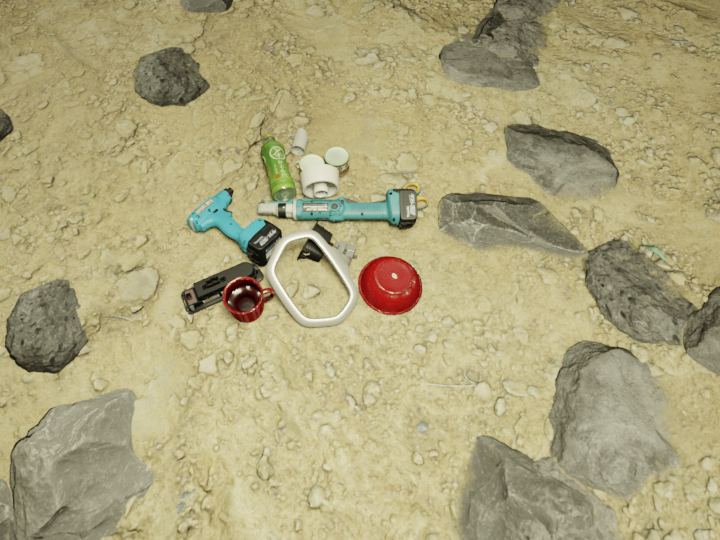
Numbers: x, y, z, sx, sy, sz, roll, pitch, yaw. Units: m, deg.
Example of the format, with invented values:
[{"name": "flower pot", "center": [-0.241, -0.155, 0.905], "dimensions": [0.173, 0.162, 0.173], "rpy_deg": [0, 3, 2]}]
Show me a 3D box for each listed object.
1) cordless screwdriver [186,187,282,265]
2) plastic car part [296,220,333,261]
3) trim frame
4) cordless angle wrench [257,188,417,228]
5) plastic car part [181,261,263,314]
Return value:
[{"name": "cordless screwdriver", "center": [-0.312, -0.126, 1.109], "dimensions": [0.257, 0.072, 0.158], "rpy_deg": [27, 57, 17]}, {"name": "plastic car part", "center": [-0.107, -0.070, 1.091], "dimensions": [0.071, 0.066, 0.117], "rpy_deg": [30, 61, -4]}, {"name": "trim frame", "center": [-0.114, 0.020, 1.014], "dimensions": [0.183, 0.027, 0.251], "rpy_deg": [-35, 85, -9]}, {"name": "cordless angle wrench", "center": [-0.067, -0.163, 1.129], "dimensions": [0.426, 0.073, 0.099], "rpy_deg": [0, 75, 4]}, {"name": "plastic car part", "center": [-0.339, 0.029, 1.032], "dimensions": [0.199, 0.065, 0.069], "rpy_deg": [-23, 59, -16]}]
